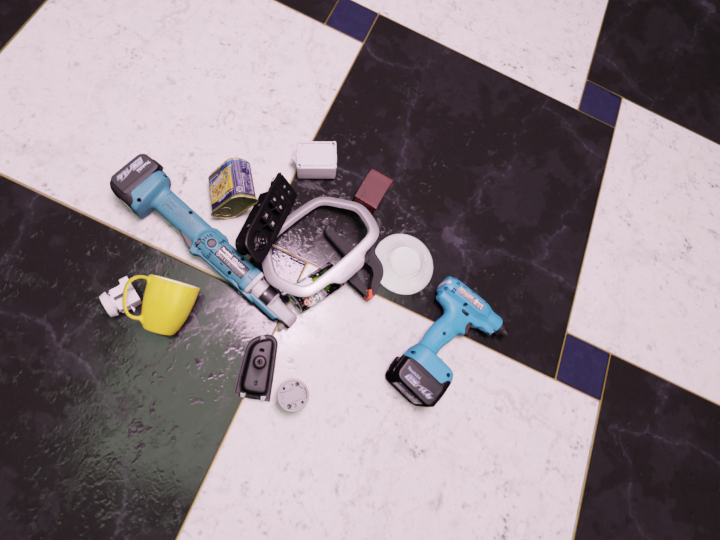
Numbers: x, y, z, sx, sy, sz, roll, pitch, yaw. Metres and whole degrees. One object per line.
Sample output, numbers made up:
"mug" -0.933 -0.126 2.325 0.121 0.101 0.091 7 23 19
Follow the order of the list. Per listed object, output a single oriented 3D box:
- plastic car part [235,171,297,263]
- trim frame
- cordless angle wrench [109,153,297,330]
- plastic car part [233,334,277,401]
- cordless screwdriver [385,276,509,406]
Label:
"plastic car part" -0.186 -0.099 0.805 0.069 0.063 0.207 -9 45 22
"trim frame" -0.080 -0.052 0.813 0.193 0.026 0.245 38 66 25
"cordless angle wrench" -0.281 -0.044 0.795 0.425 0.074 0.097 42 71 2
"plastic car part" -0.180 0.169 0.746 0.065 0.071 0.118 11 76 -10
"cordless screwdriver" 0.171 0.148 0.807 0.160 0.074 0.247 38 68 2
